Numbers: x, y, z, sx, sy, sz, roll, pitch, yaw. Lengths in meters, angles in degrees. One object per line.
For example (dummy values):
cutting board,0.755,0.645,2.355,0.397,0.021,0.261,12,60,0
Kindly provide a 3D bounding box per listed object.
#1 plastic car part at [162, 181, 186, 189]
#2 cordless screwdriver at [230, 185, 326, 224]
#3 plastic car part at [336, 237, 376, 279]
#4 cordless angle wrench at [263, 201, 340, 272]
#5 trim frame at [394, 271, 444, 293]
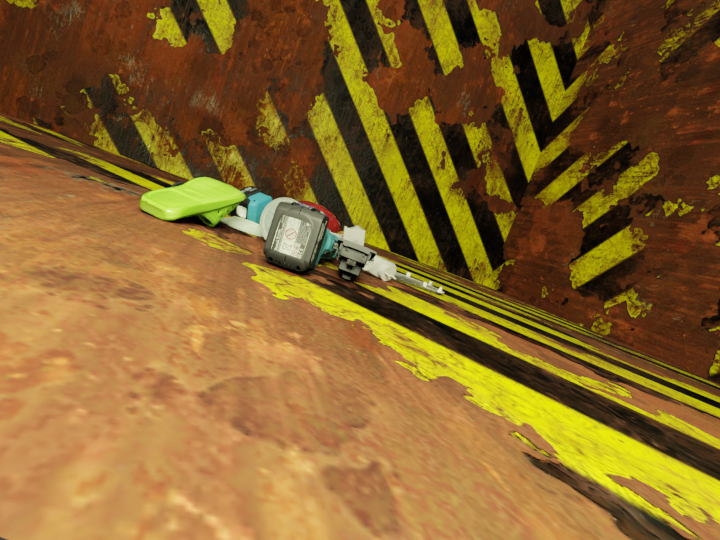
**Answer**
plastic car part,-0.380,-0.153,0.899,0.074,0.066,0.111,5,-1,34
cordless screwdriver,-0.222,-0.134,1.085,0.256,0.073,0.157,20,32,15
plastic car part,-0.013,-0.015,0.767,0.066,0.067,0.202,13,1,-1
cordless angle wrench,-0.079,-0.052,0.807,0.075,0.098,0.417,18,2,5
trim frame,0.114,0.014,1.161,0.247,0.027,0.186,22,6,-4
